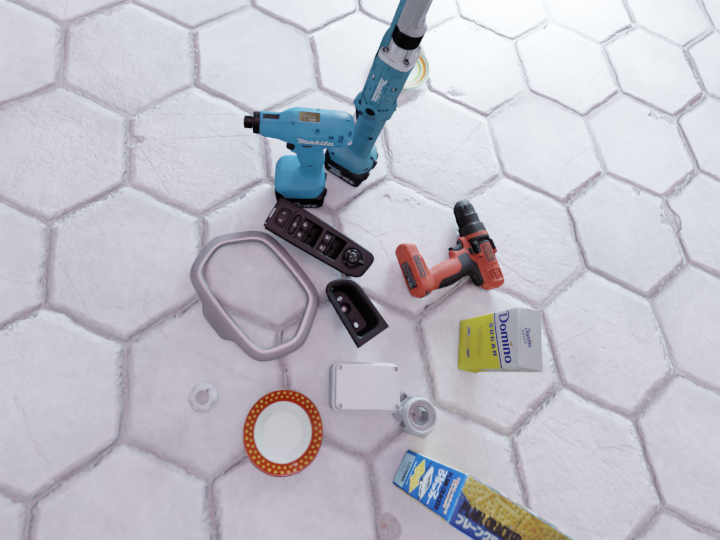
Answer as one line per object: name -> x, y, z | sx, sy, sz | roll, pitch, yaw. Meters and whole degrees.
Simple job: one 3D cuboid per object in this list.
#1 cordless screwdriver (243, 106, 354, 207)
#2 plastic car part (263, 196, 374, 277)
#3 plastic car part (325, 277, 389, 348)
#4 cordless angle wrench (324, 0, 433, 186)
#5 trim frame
cordless screwdriver -> -0.114, -0.186, 0.709 | 0.156, 0.249, 0.076 | 3, 75, -12
plastic car part -> -0.075, -0.049, 0.767 | 0.203, 0.067, 0.066 | 29, 70, 1
plastic car part -> -0.017, 0.069, 0.735 | 0.065, 0.071, 0.119 | -31, 81, -19
cordless angle wrench -> 0.025, -0.267, 0.666 | 0.098, 0.423, 0.074 | 34, 70, -3
trim frame -> -0.186, 0.038, 0.741 | 0.182, 0.027, 0.252 | -39, 82, -18
